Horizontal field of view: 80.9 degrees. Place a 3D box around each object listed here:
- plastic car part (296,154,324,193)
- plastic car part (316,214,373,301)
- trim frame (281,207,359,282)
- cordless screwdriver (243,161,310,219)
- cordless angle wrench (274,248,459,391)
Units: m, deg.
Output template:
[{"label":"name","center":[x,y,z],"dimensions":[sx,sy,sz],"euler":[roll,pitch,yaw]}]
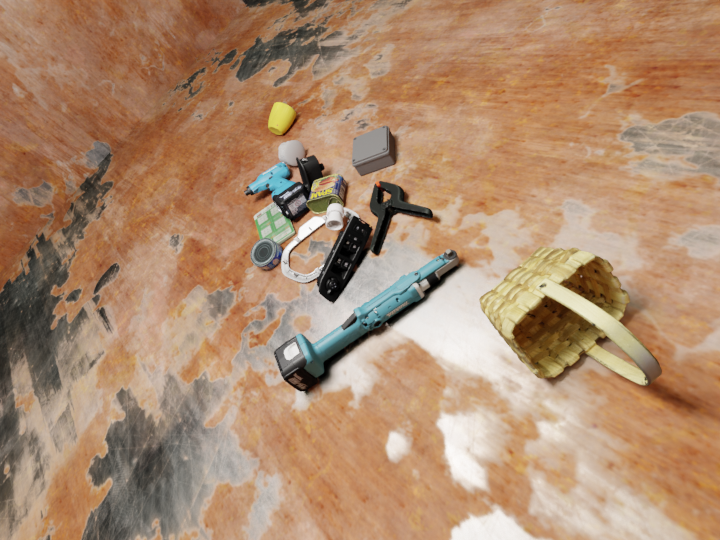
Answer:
[{"label":"plastic car part","center":[-0.137,-0.282,1.222],"dimensions":[0.070,0.112,0.070],"euler":[-24,43,-15]},{"label":"plastic car part","center":[-0.050,-0.028,0.991],"dimensions":[0.070,0.063,0.203],"euler":[11,74,51]},{"label":"trim frame","center":[-0.107,-0.070,1.098],"dimensions":[0.250,0.026,0.194],"euler":[-38,45,8]},{"label":"cordless screwdriver","center":[-0.253,-0.234,1.270],"dimensions":[0.158,0.071,0.263],"euler":[-34,42,-7]},{"label":"cordless angle wrench","center":[0.021,0.090,0.861],"dimensions":[0.424,0.093,0.078],"euler":[-35,45,3]}]
